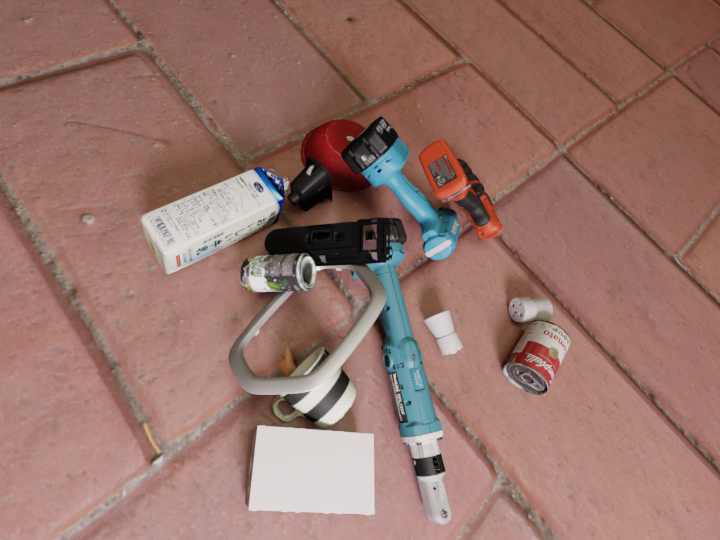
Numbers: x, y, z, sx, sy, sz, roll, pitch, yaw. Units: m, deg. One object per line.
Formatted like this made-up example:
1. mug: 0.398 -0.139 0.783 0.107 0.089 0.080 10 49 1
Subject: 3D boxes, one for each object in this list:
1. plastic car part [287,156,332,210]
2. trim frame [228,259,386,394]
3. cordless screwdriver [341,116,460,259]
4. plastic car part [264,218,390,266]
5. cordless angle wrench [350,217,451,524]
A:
1. plastic car part: -0.090 -0.136 0.706 0.071 0.115 0.067 -45 85 -6
2. trim frame: -0.072 0.068 0.584 0.194 0.026 0.247 15 54 36
3. cordless screwdriver: 0.085 -0.146 0.732 0.246 0.076 0.158 50 33 -7
4. plastic car part: -0.062 -0.040 0.632 0.211 0.064 0.067 -4 82 27
5. cordless angle wrench: 0.061 0.127 0.619 0.072 0.098 0.434 -3 68 -23
